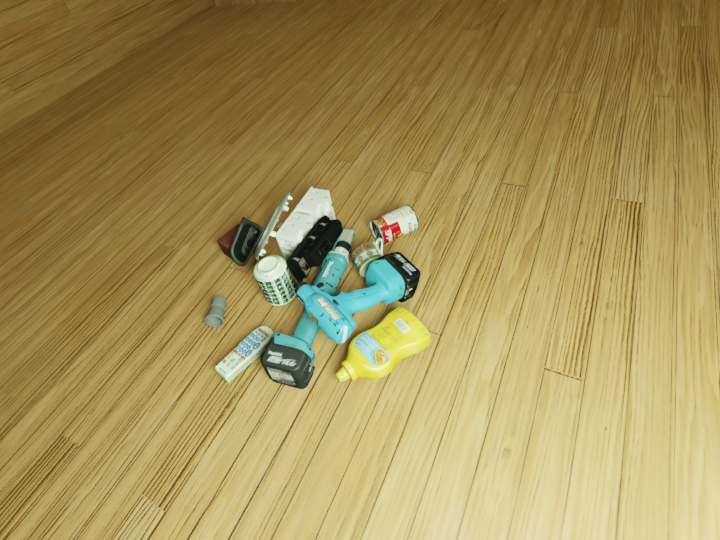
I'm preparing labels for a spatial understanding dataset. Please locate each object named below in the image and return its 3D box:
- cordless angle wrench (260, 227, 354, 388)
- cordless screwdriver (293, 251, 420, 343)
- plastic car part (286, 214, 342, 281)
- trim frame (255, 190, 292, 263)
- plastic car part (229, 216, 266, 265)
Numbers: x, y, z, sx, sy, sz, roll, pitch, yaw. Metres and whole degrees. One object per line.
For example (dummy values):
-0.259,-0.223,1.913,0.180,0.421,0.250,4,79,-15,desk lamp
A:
-0.087,0.051,0.944,0.101,0.071,0.426,6,48,20,cordless angle wrench
-0.007,0.036,0.884,0.242,0.072,0.168,-27,53,-30,cordless screwdriver
-0.098,-0.064,1.003,0.069,0.064,0.203,-17,32,37,plastic car part
-0.214,-0.103,1.026,0.184,0.027,0.254,-65,17,-9,trim frame
-0.288,-0.074,1.090,0.067,0.116,0.070,28,11,3,plastic car part
